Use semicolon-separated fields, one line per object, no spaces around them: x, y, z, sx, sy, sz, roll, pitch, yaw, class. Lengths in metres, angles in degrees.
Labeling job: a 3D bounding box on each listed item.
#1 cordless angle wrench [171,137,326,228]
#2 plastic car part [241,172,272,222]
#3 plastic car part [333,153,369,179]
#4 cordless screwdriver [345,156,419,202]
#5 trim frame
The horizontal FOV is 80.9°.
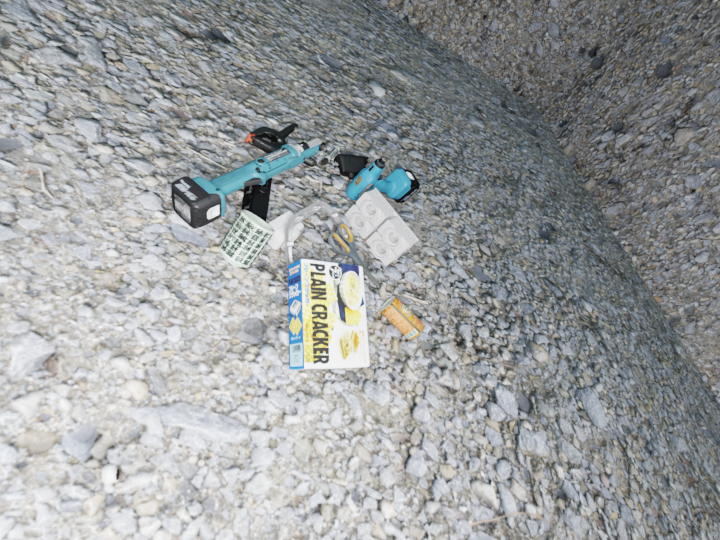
-0.233;-0.232;0.982;0.102;0.073;0.415;37;51;18;cordless angle wrench
-0.243;-0.176;1.019;0.063;0.068;0.209;26;46;-31;plastic car part
-0.028;-0.316;1.311;0.111;0.068;0.072;-5;75;-37;plastic car part
0.085;-0.276;1.282;0.238;0.161;0.077;-7;64;-44;cordless screwdriver
-0.099;-0.065;1.012;0.244;0.029;0.180;-41;117;-52;trim frame
